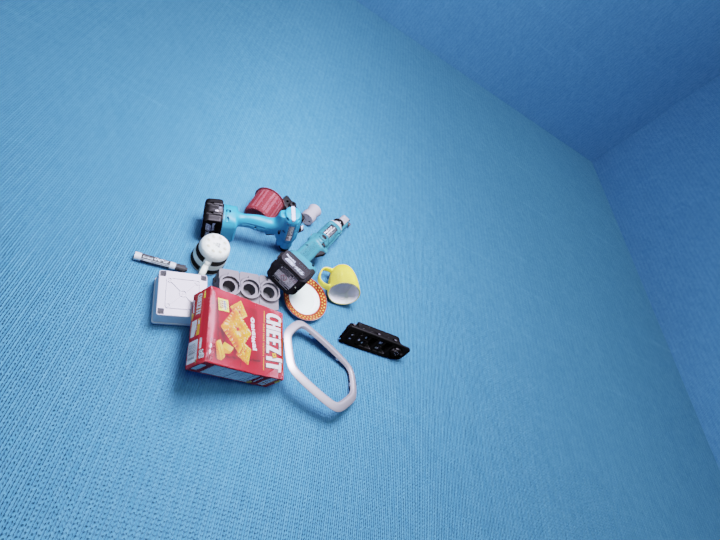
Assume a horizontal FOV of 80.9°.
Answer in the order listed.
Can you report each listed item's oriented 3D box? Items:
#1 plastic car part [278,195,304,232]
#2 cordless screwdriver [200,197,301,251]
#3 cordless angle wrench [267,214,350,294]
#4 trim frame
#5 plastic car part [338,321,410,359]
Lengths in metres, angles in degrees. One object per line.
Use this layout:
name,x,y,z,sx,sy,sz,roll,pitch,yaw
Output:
plastic car part,-0.206,-0.168,1.227,0.064,0.072,0.118,-27,80,-45
cordless screwdriver,-0.286,-0.108,1.102,0.243,0.157,0.077,4,55,-15
cordless angle wrench,-0.116,-0.076,1.190,0.098,0.075,0.420,43,33,-4
trim frame,-0.095,0.226,1.012,0.242,0.028,0.186,42,30,-14
plastic car part,0.038,0.188,1.148,0.197,0.066,0.069,25,23,-16
